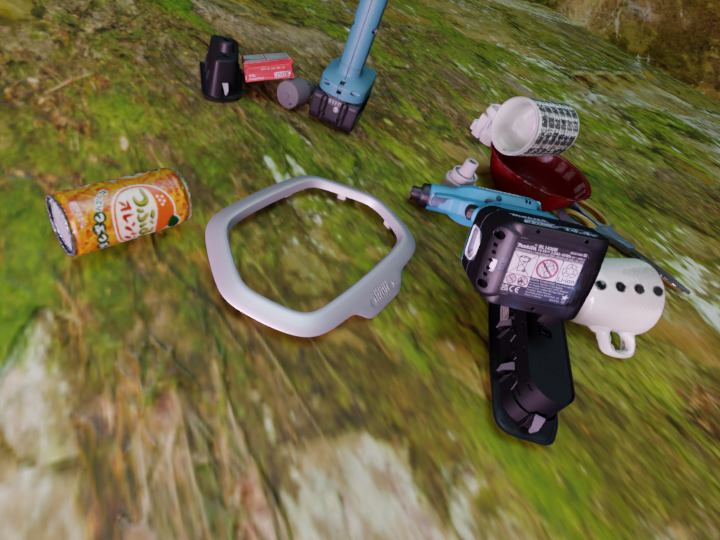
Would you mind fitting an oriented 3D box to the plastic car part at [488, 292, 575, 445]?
[{"bbox_3d":[0.166,0.066,0.404,0.066,0.067,0.204,29,45,-6],"label":"plastic car part"}]

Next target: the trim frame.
[{"bbox_3d":[-0.043,-0.028,0.436,0.190,0.027,0.243,36,42,16],"label":"trim frame"}]

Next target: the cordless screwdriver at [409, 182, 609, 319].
[{"bbox_3d":[0.133,-0.048,0.452,0.161,0.073,0.250,13,22,3],"label":"cordless screwdriver"}]

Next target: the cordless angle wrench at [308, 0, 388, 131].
[{"bbox_3d":[0.034,-0.383,0.533,0.074,0.419,0.099,26,42,-2],"label":"cordless angle wrench"}]

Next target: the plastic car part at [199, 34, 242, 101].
[{"bbox_3d":[-0.200,-0.304,0.618,0.064,0.070,0.122,2,44,-22],"label":"plastic car part"}]
